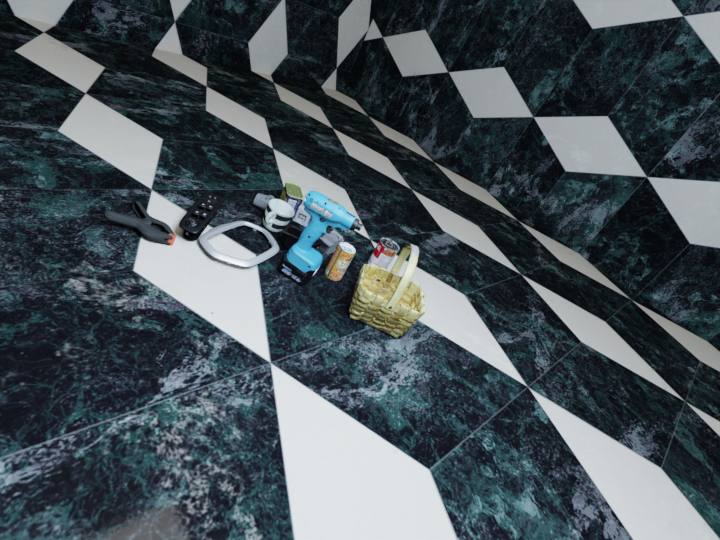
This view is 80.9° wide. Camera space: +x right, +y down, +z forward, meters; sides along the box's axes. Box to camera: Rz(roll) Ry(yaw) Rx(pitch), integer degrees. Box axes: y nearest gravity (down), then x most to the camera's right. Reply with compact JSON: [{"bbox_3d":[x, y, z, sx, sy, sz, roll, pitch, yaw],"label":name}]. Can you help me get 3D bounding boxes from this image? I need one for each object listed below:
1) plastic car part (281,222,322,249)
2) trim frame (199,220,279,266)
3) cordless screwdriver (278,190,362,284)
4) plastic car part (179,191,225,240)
[{"bbox_3d":[-0.178,-0.078,1.240,0.118,0.070,0.066,29,30,4],"label":"plastic car part"},{"bbox_3d":[-0.331,-0.078,1.170,0.189,0.027,0.244,32,31,11],"label":"trim frame"},{"bbox_3d":[-0.108,-0.071,1.104,0.162,0.247,0.073,32,30,7],"label":"cordless screwdriver"},{"bbox_3d":[-0.438,-0.145,1.156,0.065,0.067,0.207,22,30,-10],"label":"plastic car part"}]
